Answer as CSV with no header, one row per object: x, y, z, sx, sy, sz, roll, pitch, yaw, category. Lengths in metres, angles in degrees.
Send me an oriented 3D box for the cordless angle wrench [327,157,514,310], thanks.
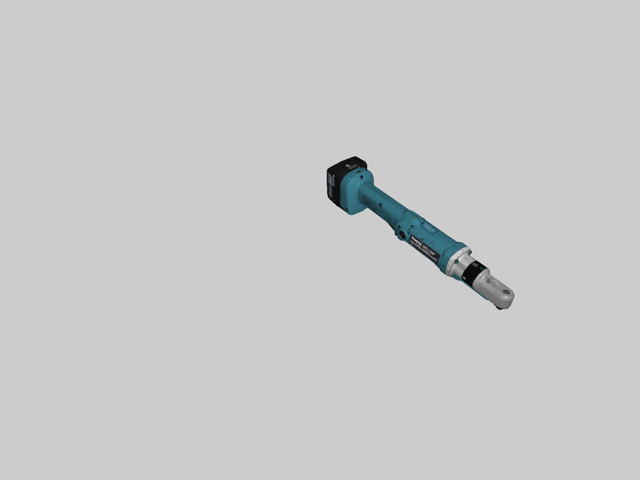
0.167,-0.020,0.774,0.074,0.098,0.422,-28,50,-24,cordless angle wrench
